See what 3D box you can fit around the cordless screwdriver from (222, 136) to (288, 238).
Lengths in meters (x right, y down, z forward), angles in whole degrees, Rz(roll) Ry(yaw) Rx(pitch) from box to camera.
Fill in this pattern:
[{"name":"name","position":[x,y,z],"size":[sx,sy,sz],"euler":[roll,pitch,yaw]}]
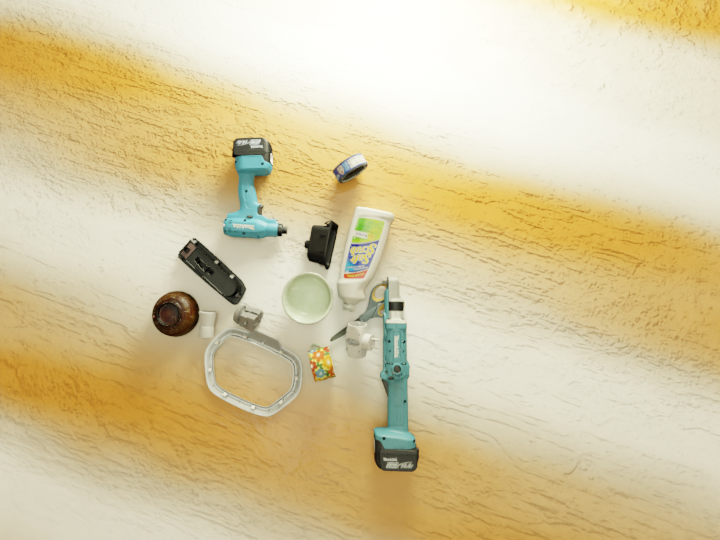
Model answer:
[{"name":"cordless screwdriver","position":[-0.254,-0.203,1.062],"size":[0.160,0.074,0.250],"euler":[4,86,2]}]

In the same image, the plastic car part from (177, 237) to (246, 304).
[{"name":"plastic car part","position":[-0.366,0.001,1.043],"size":[0.205,0.067,0.066],"euler":[41,78,4]}]

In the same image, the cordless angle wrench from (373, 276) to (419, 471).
[{"name":"cordless angle wrench","position":[0.080,0.226,0.976],"size":[0.098,0.073,0.426],"euler":[0,82,1]}]

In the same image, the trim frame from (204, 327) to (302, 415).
[{"name":"trim frame","position":[-0.261,0.240,1.018],"size":[0.252,0.027,0.184],"euler":[22,82,8]}]

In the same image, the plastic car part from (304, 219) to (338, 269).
[{"name":"plastic car part","position":[-0.102,-0.067,1.043],"size":[0.073,0.064,0.117],"euler":[13,86,17]}]
